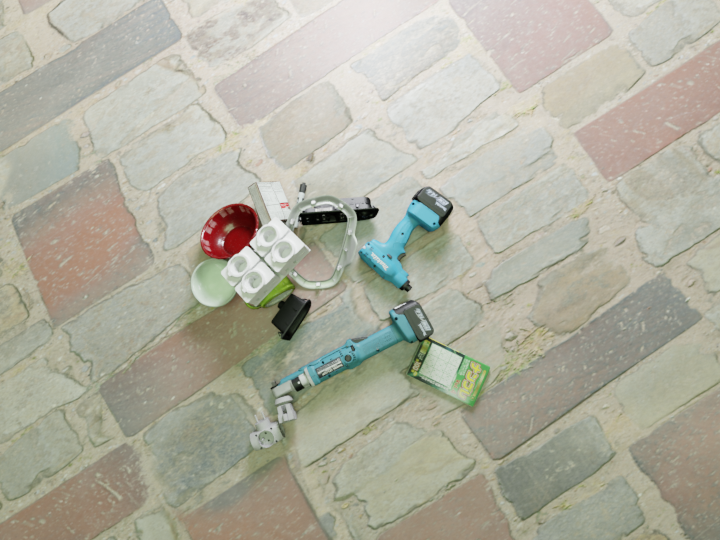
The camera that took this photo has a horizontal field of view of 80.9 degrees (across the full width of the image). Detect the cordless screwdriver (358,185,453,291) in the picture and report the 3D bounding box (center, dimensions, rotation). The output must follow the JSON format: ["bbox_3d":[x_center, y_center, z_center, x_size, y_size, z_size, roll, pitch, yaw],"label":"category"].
[{"bbox_3d":[0.132,-0.078,1.056,0.161,0.073,0.249,43,92,5],"label":"cordless screwdriver"}]

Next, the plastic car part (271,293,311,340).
[{"bbox_3d":[-0.180,0.109,1.064,0.073,0.064,0.116,28,83,17],"label":"plastic car part"}]

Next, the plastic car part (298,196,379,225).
[{"bbox_3d":[-0.056,-0.155,1.082,0.204,0.064,0.069,0,60,4],"label":"plastic car part"}]

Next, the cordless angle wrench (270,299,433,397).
[{"bbox_3d":[-0.029,0.208,1.039,0.424,0.073,0.099,-28,86,2],"label":"cordless angle wrench"}]

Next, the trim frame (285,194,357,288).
[{"bbox_3d":[-0.103,-0.067,1.052,0.183,0.028,0.246,16,104,-4],"label":"trim frame"}]
